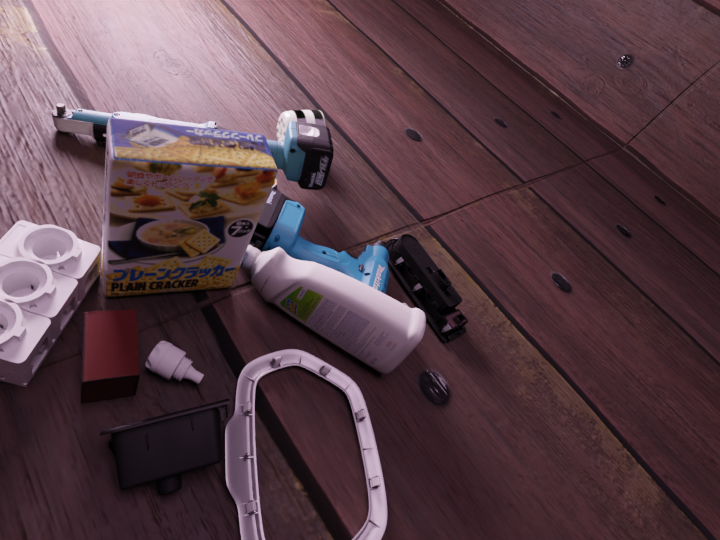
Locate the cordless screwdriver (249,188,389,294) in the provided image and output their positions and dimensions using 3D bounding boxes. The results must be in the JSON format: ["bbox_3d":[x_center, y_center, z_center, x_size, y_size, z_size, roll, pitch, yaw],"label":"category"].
[{"bbox_3d":[-0.064,-0.042,0.656,0.245,0.074,0.161,30,42,-8],"label":"cordless screwdriver"}]

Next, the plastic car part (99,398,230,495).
[{"bbox_3d":[-0.179,0.171,0.404,0.113,0.066,0.073,-12,73,-22],"label":"plastic car part"}]

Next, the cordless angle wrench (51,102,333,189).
[{"bbox_3d":[-0.257,-0.207,0.677,0.414,0.096,0.077,5,46,-13],"label":"cordless angle wrench"}]

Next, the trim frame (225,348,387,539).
[{"bbox_3d":[-0.059,0.201,0.468,0.177,0.027,0.258,6,50,-23],"label":"trim frame"}]

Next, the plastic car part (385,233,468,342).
[{"bbox_3d":[0.108,0.016,0.709,0.064,0.066,0.212,-18,59,-33],"label":"plastic car part"}]
